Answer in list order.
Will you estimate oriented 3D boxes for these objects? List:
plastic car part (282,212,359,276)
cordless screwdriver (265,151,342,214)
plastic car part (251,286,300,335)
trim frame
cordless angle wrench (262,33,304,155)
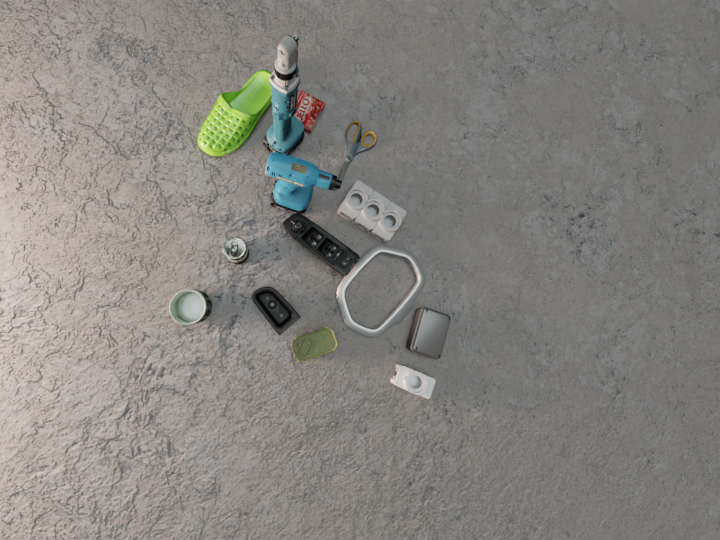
[{"bbox_3d":[-0.102,-0.067,1.048,0.203,0.067,0.066,38,79,1],"label":"plastic car part"},{"bbox_3d":[-0.134,-0.190,0.972,0.158,0.250,0.075,17,81,-7],"label":"cordless screwdriver"},{"bbox_3d":[-0.206,0.088,1.011,0.065,0.071,0.117,-40,88,-11],"label":"plastic car part"},{"bbox_3d":[0.052,0.050,1.063,0.185,0.027,0.247,42,80,2],"label":"trim frame"},{"bbox_3d":[-0.162,-0.356,0.908,0.074,0.425,0.098,39,79,-5],"label":"cordless angle wrench"}]
